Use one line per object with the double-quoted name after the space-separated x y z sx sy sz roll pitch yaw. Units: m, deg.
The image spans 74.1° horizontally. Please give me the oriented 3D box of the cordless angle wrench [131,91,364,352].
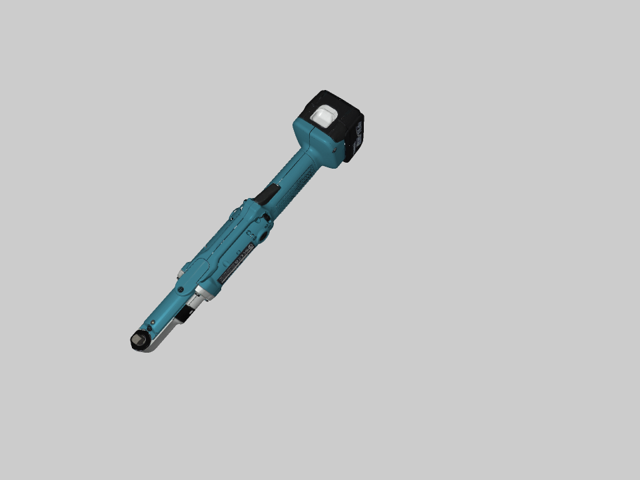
-0.096 -0.022 0.574 0.074 0.422 0.098 36 -12 15 "cordless angle wrench"
